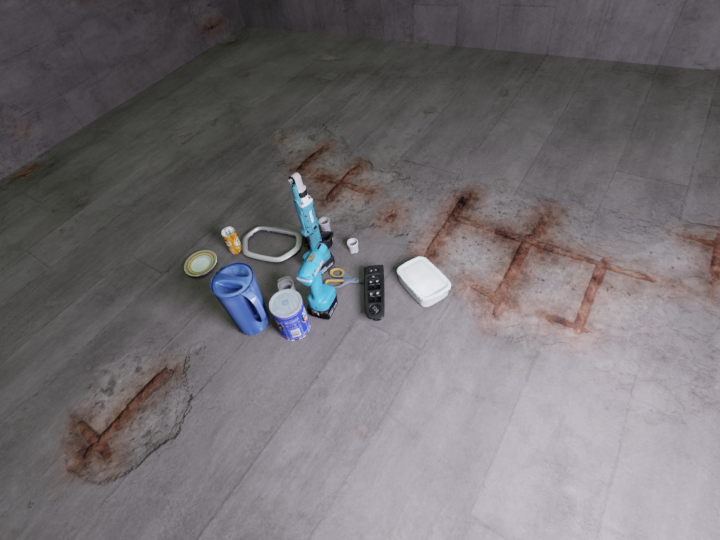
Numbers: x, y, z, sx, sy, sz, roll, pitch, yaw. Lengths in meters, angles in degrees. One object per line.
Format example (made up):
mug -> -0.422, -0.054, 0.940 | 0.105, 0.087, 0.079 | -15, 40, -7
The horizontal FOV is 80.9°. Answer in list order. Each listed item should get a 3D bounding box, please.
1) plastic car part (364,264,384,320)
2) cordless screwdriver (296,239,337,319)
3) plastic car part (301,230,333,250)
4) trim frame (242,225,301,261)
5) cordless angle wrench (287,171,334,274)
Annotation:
plastic car part -> 0.046, 0.079, 1.362 | 0.067, 0.064, 0.209 | -5, 49, 7
cordless screwdriver -> -0.125, 0.031, 1.326 | 0.077, 0.238, 0.160 | 12, 52, 19
plastic car part -> -0.153, -0.100, 1.561 | 0.118, 0.068, 0.068 | -4, 49, 9
trim frame -> -0.346, -0.107, 1.640 | 0.257, 0.026, 0.185 | 9, 52, 20
cordless angle wrench -> -0.167, -0.149, 1.380 | 0.078, 0.405, 0.097 | 34, 61, 32
